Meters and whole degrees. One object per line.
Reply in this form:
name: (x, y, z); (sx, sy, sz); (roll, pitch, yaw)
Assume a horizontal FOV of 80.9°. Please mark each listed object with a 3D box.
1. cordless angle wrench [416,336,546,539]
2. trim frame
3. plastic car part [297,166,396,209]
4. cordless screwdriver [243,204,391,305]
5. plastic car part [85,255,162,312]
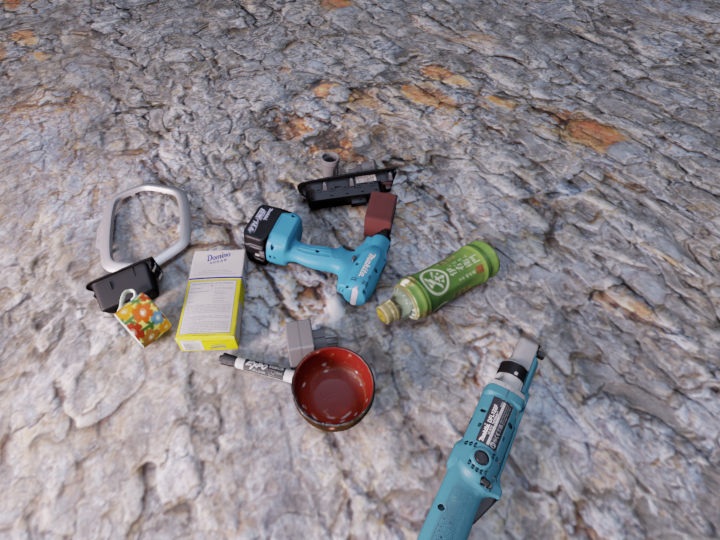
cordless angle wrench: (0.143, 0.241, 0.520); (0.102, 0.072, 0.420); (26, 54, 19)
trim frame: (-0.427, -0.090, 0.833); (0.181, 0.027, 0.260); (-14, 53, -11)
plastic car part: (-0.027, -0.160, 0.861); (0.202, 0.066, 0.068); (-5, 77, -4)
cordless screwdriver: (-0.074, -0.049, 0.760); (0.255, 0.072, 0.159); (21, 54, 13)
plastic car part: (-0.390, 0.036, 0.713); (0.115, 0.065, 0.073); (-27, 70, -16)
